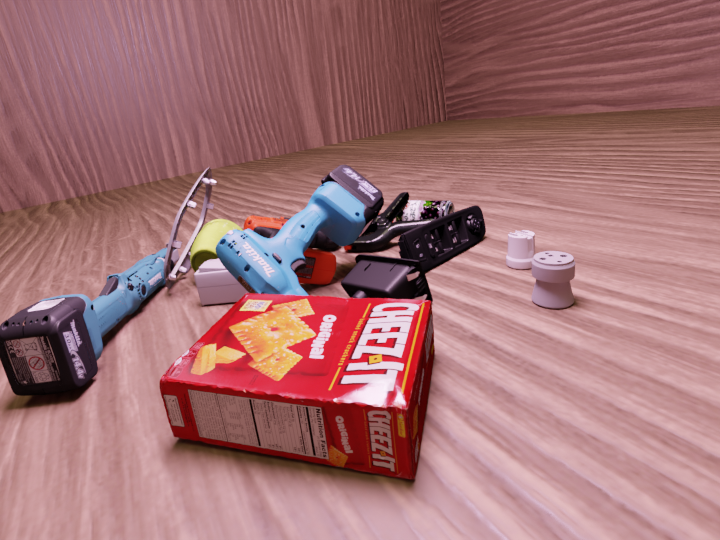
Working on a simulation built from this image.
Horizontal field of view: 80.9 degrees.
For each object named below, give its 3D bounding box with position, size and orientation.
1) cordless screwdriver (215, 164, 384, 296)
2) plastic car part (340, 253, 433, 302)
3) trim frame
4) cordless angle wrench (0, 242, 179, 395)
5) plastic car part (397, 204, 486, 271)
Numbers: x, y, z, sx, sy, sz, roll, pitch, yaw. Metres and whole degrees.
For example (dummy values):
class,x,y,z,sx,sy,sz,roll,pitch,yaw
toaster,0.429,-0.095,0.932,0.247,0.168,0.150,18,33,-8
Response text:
class,x,y,z,sx,sy,sz,roll,pitch,yaw
cordless screwdriver,-0.057,-0.038,0.588,0.163,0.074,0.245,42,54,10
plastic car part,0.023,0.023,0.555,0.123,0.063,0.070,8,40,44
trim frame,-0.303,-0.079,0.764,0.027,0.182,0.256,16,39,-14
cordless angle wrench,-0.360,0.033,0.649,0.074,0.096,0.431,-9,18,-2
plastic car part,0.132,-0.052,0.692,0.197,0.066,0.069,-24,0,-31
